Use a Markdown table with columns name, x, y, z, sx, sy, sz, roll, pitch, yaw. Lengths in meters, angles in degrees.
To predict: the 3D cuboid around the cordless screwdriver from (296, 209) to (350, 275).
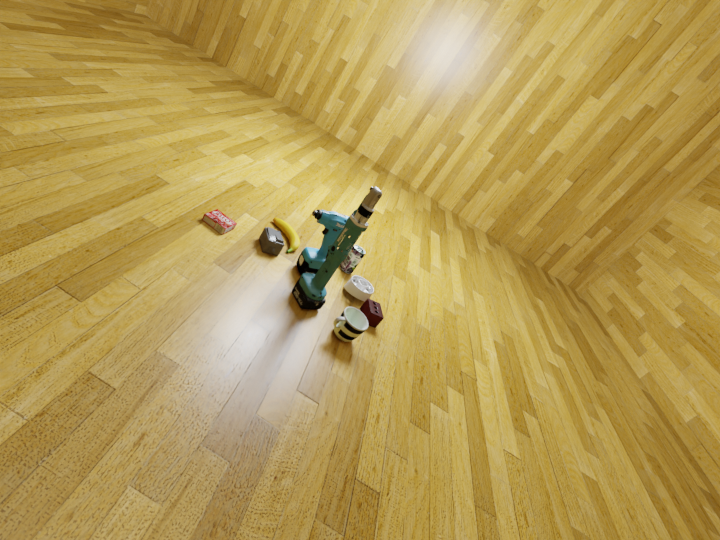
| name | x | y | z | sx | sy | sz | roll | pitch | yaw |
| --- | --- | --- | --- | --- | --- | --- | --- | --- | --- |
| cordless screwdriver | -0.136 | -0.089 | 1.386 | 0.151 | 0.249 | 0.078 | 17 | 31 | -33 |

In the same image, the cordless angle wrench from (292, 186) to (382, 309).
| name | x | y | z | sx | sy | sz | roll | pitch | yaw |
| --- | --- | --- | --- | --- | --- | --- | --- | --- | --- |
| cordless angle wrench | -0.061 | -0.060 | 1.219 | 0.070 | 0.423 | 0.103 | 9 | 36 | -43 |
